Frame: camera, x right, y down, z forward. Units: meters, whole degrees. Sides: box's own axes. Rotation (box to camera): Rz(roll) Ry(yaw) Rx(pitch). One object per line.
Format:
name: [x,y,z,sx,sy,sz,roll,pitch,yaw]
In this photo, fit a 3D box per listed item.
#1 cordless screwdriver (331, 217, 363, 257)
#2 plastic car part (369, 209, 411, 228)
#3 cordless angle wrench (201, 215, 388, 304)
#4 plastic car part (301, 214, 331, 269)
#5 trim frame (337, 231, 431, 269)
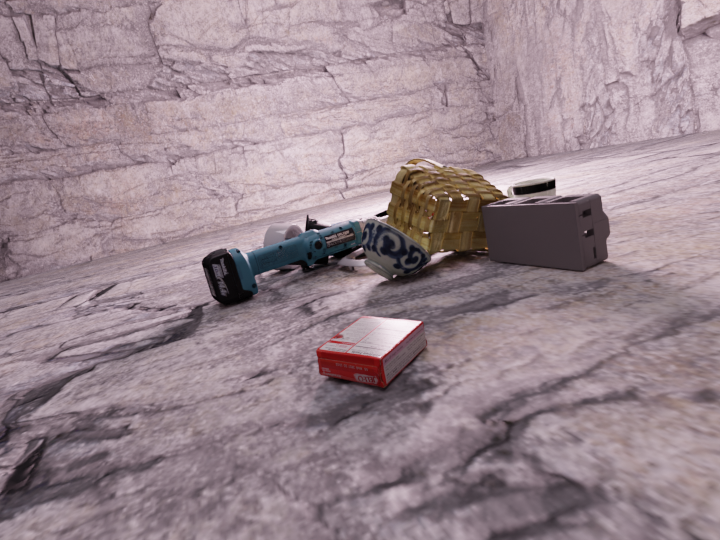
cordless screwdriver: [-0.086,-0.076,1.044,0.260,0.073,0.154,-6,14,42]
plastic car part: [0.078,-0.113,1.011,0.064,0.067,0.210,-4,-6,-38]
cordless angle wrench: [-0.096,-0.048,0.842,0.412,0.097,0.077,-21,10,-24]
plastic car part: [-0.089,-0.058,0.908,0.070,0.116,0.067,9,2,-10]
trim frame: [0.063,-0.043,0.868,0.193,0.027,0.241,-1,20,38]
